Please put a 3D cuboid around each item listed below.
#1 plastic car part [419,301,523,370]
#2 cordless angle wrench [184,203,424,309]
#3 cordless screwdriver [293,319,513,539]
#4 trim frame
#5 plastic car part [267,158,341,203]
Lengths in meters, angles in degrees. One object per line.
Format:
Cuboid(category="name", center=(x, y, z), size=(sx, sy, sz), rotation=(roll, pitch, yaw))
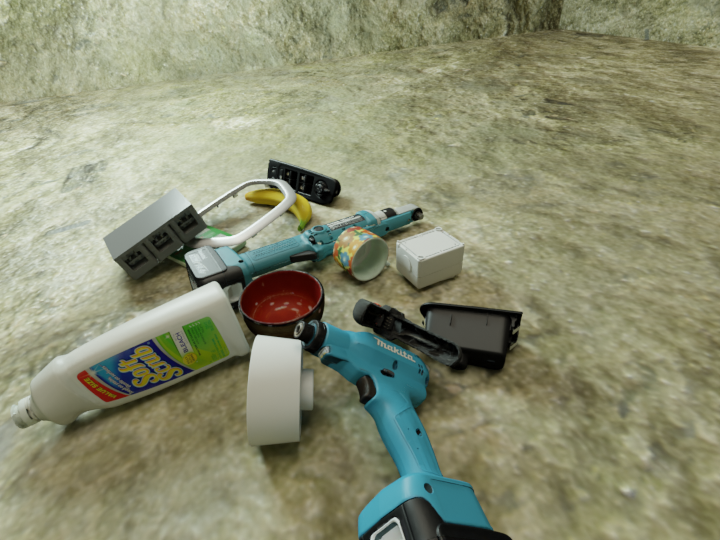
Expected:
Cuboid(category="plastic car part", center=(0.127, 0.084, 0.504), size=(0.120, 0.063, 0.072), rotation=(3, 49, 18))
Cuboid(category="cordless angle wrench", center=(-0.069, -0.045, 0.703), size=(0.412, 0.072, 0.104), rotation=(-21, 38, -25))
Cuboid(category="cordless screwdriver", center=(0.021, 0.146, 0.355), size=(0.152, 0.074, 0.259), rotation=(28, 23, -27))
Cuboid(category="trim frame", center=(-0.233, -0.113, 0.812), size=(0.194, 0.026, 0.246), rotation=(19, 50, 31))
Cuboid(category="plastic car part", center=(-0.120, -0.192, 0.929), size=(0.215, 0.066, 0.064), rotation=(25, 18, 37))
